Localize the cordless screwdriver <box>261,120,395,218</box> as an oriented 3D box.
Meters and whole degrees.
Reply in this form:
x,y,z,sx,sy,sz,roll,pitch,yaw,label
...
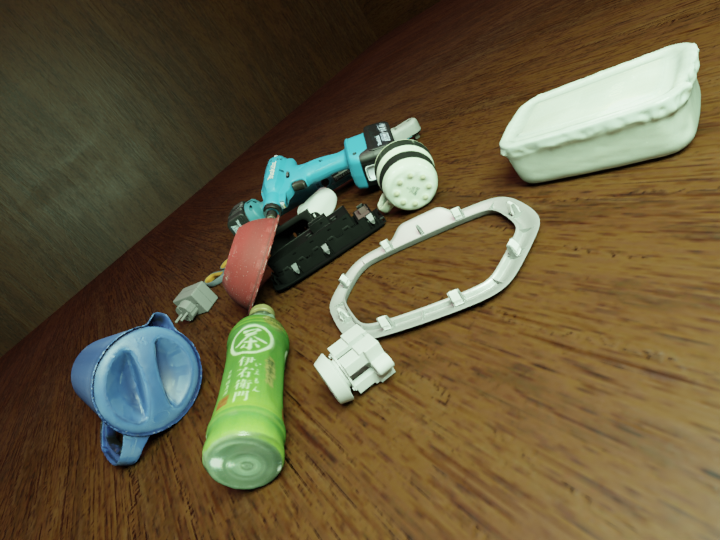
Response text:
x,y,z,sx,sy,sz,roll,pitch,yaw,label
-0.056,-0.164,0.734,0.254,0.071,0.164,-12,45,14,cordless screwdriver

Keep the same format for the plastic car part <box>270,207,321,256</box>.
x,y,z,sx,sy,sz,roll,pitch,yaw,label
-0.104,-0.065,0.739,0.120,0.065,0.070,-23,13,34,plastic car part

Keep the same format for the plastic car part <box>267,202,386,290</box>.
x,y,z,sx,sy,sz,roll,pitch,yaw,label
-0.063,-0.041,0.643,0.204,0.064,0.069,-37,31,9,plastic car part

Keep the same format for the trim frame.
x,y,z,sx,sy,sz,roll,pitch,yaw,label
0.066,-0.008,0.463,0.255,0.026,0.187,-25,28,28,trim frame

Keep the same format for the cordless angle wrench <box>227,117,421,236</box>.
x,y,z,sx,sy,sz,roll,pitch,yaw,label
-0.073,-0.183,0.850,0.427,0.094,0.077,-29,28,10,cordless angle wrench
